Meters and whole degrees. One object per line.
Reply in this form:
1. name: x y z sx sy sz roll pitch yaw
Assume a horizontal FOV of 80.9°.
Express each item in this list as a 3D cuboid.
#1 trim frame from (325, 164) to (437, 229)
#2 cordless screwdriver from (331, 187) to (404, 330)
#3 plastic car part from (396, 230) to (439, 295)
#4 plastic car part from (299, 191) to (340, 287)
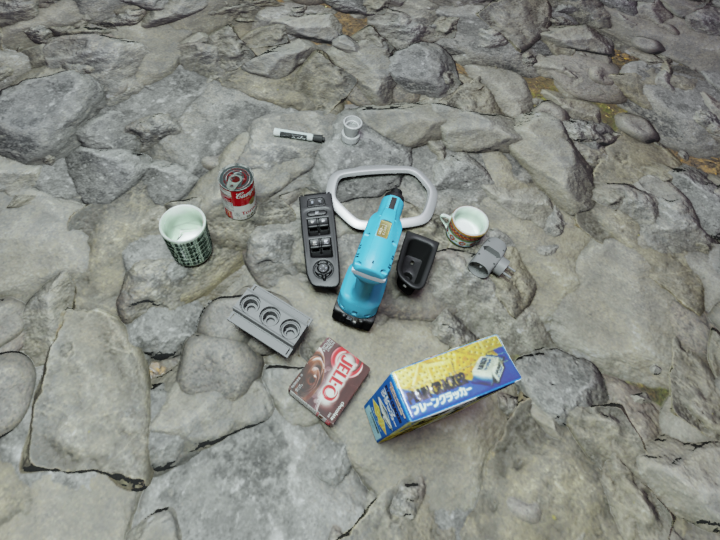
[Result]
1. trim frame: 0.047 -0.164 0.912 0.245 0.027 0.191 -8 60 -9
2. cordless screwdriver: 0.018 -0.010 0.693 0.075 0.244 0.161 19 60 1
3. plastic car part: 0.096 -0.004 0.796 0.067 0.069 0.117 20 60 4
4. plastic car part: -0.080 -0.052 0.813 0.065 0.066 0.210 -4 60 -9
